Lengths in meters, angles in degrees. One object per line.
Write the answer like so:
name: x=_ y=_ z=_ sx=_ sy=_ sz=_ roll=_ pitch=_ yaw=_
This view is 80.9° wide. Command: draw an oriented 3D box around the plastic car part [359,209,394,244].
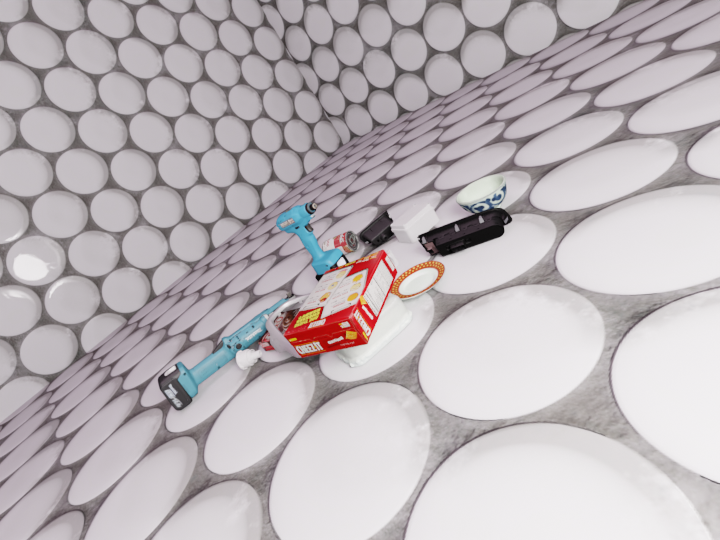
plastic car part: x=0.063 y=-0.113 z=1.262 sx=0.116 sy=0.063 sz=0.075 roll=-41 pitch=34 yaw=-8

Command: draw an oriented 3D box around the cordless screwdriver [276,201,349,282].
cordless screwdriver: x=-0.114 y=-0.075 z=1.171 sx=0.164 sy=0.243 sz=0.074 roll=-21 pitch=20 yaw=47

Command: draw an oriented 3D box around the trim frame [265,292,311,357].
trim frame: x=-0.134 y=0.126 z=1.013 sx=0.181 sy=0.026 sz=0.262 roll=-35 pitch=34 yaw=-20

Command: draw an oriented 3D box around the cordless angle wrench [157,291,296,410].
cordless angle wrench: x=-0.340 y=0.199 z=1.149 sx=0.417 sy=0.095 sz=0.077 roll=-38 pitch=19 yaw=-21

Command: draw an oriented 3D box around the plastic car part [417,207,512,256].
plastic car part: x=0.231 y=-0.079 z=0.938 sx=0.208 sy=0.063 sz=0.068 roll=-23 pitch=32 yaw=27
